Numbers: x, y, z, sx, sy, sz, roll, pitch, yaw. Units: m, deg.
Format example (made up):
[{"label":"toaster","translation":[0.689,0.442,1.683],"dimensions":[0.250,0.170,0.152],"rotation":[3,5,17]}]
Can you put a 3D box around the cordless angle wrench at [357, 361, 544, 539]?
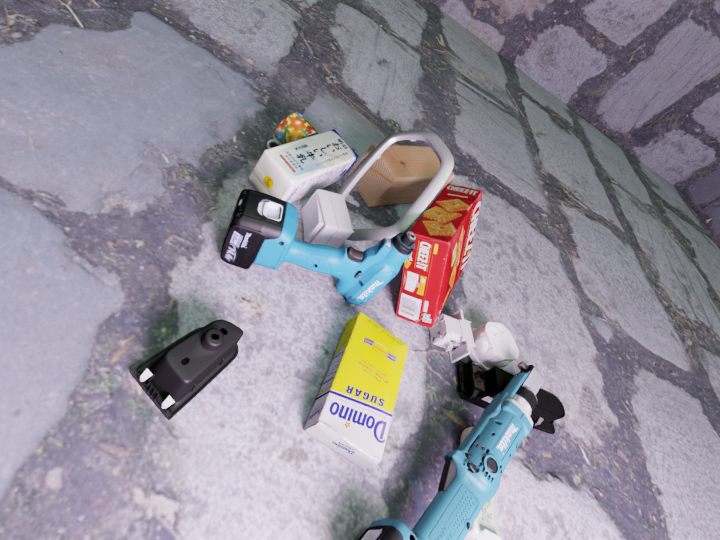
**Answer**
[{"label":"cordless angle wrench","translation":[0.142,0.244,0.523],"dimensions":[0.412,0.075,0.100],"rotation":[-32,78,-41]}]

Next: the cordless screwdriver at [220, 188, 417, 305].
[{"label":"cordless screwdriver","translation":[-0.057,-0.038,0.588],"dimensions":[0.241,0.160,0.076],"rotation":[22,47,-19]}]

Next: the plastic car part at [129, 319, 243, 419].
[{"label":"plastic car part","translation":[-0.175,0.090,0.459],"dimensions":[0.066,0.072,0.114],"rotation":[47,45,2]}]

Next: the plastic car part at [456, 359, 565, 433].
[{"label":"plastic car part","translation":[0.253,0.202,0.689],"dimensions":[0.197,0.067,0.068],"rotation":[30,36,-17]}]

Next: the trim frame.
[{"label":"trim frame","translation":[0.048,-0.149,0.732],"dimensions":[0.195,0.248,0.026],"rotation":[31,-10,37]}]
